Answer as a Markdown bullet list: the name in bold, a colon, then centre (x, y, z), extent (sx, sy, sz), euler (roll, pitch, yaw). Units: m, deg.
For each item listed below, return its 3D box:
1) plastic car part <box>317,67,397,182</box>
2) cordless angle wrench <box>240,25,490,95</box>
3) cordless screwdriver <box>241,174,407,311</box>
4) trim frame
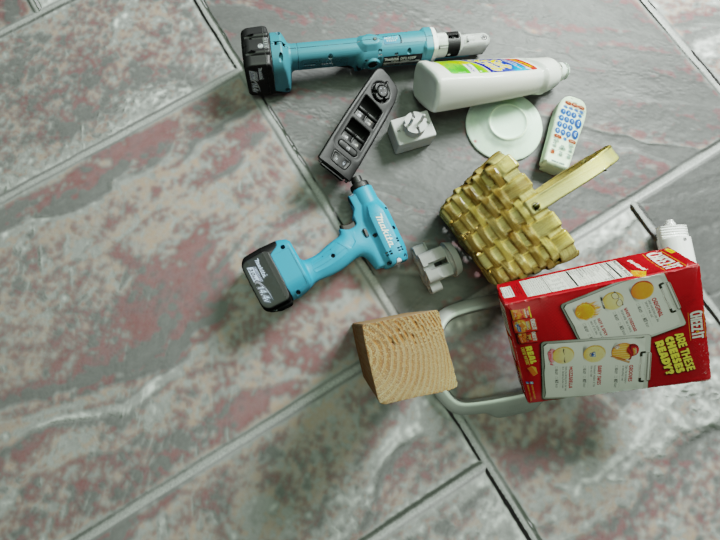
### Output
- **plastic car part**: centre (-0.004, -0.240, 0.703), extent (0.064, 0.069, 0.203), euler (33, 80, -16)
- **cordless angle wrench**: centre (0.014, -0.371, 0.719), extent (0.420, 0.097, 0.075), euler (-7, 79, -4)
- **cordless screwdriver**: centre (-0.065, -0.043, 0.667), extent (0.247, 0.074, 0.162), euler (-23, 81, -8)
- **trim frame**: centre (0.216, 0.130, 0.654), extent (0.247, 0.027, 0.187), euler (-12, 79, -3)
